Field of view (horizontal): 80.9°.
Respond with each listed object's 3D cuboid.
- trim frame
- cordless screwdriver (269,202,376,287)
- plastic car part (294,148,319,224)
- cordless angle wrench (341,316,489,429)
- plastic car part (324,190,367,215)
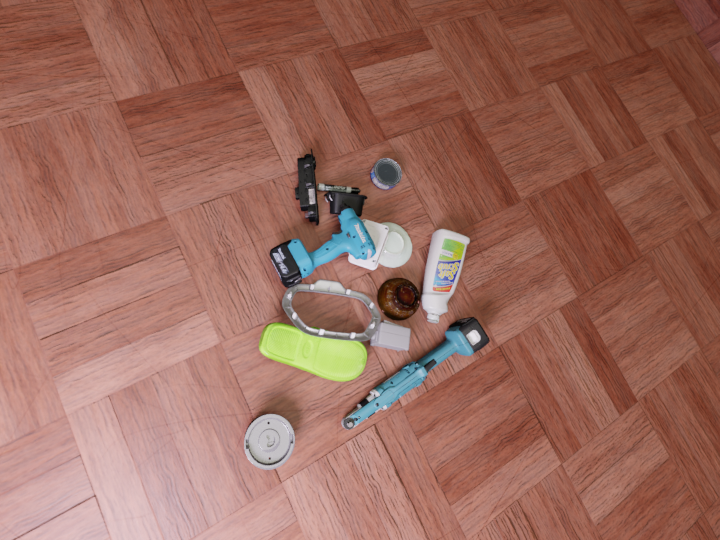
[{"bbox_3d":[-0.067,0.092,1.018,0.243,0.027,0.191,7,37,-13],"label":"trim frame"},{"bbox_3d":[-0.102,-0.067,1.046,0.246,0.072,0.165,-22,66,-9],"label":"cordless screwdriver"},{"bbox_3d":[-0.140,-0.222,1.120,0.068,0.064,0.206,-4,75,8],"label":"plastic car part"},{"bbox_3d":[0.129,0.256,1.037,0.417,0.099,0.075,-31,87,-17],"label":"cordless angle wrench"},{"bbox_3d":[-0.037,-0.171,1.135,0.113,0.068,0.071,7,88,-18],"label":"plastic car part"}]
